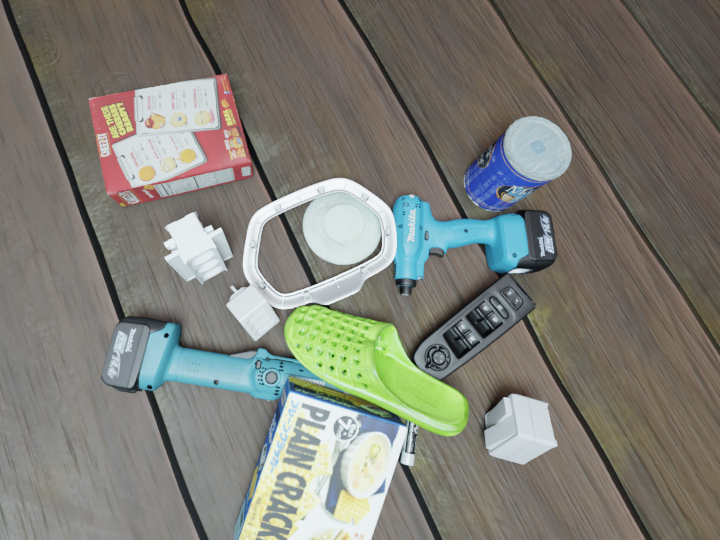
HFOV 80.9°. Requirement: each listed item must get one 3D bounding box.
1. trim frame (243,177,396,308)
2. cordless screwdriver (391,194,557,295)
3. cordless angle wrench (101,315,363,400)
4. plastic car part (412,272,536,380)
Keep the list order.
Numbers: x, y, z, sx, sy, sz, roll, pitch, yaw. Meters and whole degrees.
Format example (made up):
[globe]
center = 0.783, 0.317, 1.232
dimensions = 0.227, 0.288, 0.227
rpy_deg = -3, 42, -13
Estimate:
[trim frame]
center = -0.064, -0.042, 0.656
dimensions = 0.247, 0.027, 0.187
rpy_deg = -22, 82, -4
[cordless screwdriver]
center = 0.173, -0.031, 0.674
dimensions = 0.248, 0.073, 0.161
rpy_deg = 5, 75, -1
[cordless angle wrench]
center = -0.128, 0.147, 0.595
dimensions = 0.418, 0.074, 0.099
rpy_deg = 11, 75, -6
[plastic car part]
center = 0.159, 0.089, 0.640
dimensions = 0.201, 0.067, 0.066
rpy_deg = -38, 92, -10
